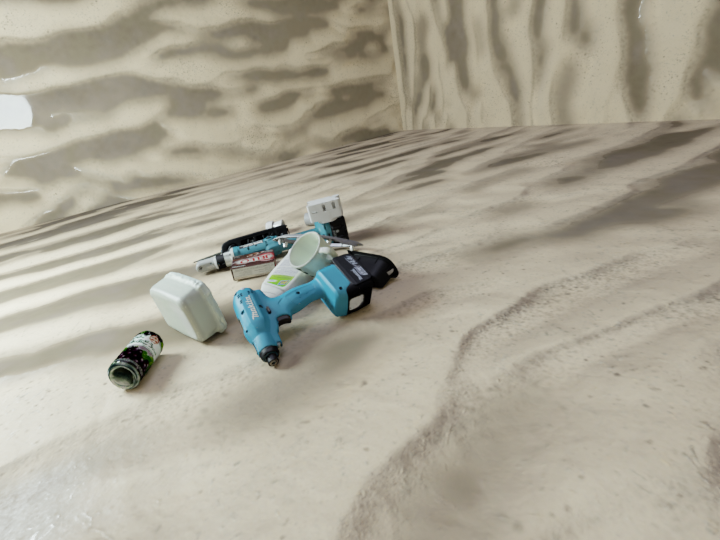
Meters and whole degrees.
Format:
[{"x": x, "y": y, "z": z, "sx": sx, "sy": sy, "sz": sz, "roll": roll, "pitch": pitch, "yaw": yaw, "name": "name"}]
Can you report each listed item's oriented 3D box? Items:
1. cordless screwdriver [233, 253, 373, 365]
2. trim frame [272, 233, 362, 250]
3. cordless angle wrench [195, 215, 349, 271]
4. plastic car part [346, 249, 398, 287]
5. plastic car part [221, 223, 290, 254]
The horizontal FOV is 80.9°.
[{"x": -0.091, "y": 0.067, "z": 0.760, "sx": 0.243, "sy": 0.072, "sz": 0.168, "roll": -19, "pitch": 47, "yaw": -20, "name": "cordless screwdriver"}, {"x": -0.101, "y": -0.066, "z": 1.033, "sx": 0.193, "sy": 0.028, "sz": 0.236, "roll": -1, "pitch": -5, "yaw": 34, "name": "trim frame"}, {"x": -0.245, "y": -0.067, "z": 1.167, "sx": 0.419, "sy": 0.072, "sz": 0.102, "roll": -17, "pitch": 23, "yaw": -8, "name": "cordless angle wrench"}, {"x": 0.012, "y": 0.006, "z": 0.897, "sx": 0.123, "sy": 0.063, "sz": 0.070, "roll": 11, "pitch": 45, "yaw": 37, "name": "plastic car part"}, {"x": -0.306, "y": -0.079, "z": 1.229, "sx": 0.199, "sy": 0.065, "sz": 0.069, "roll": -18, "pitch": 12, "yaw": -15, "name": "plastic car part"}]
